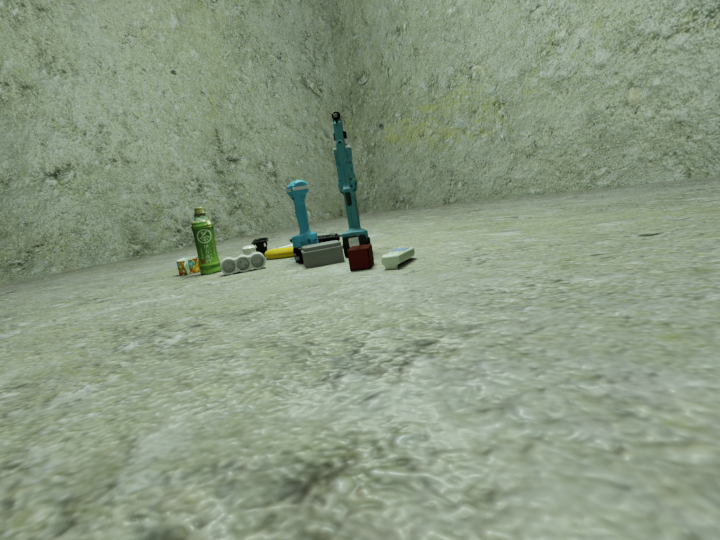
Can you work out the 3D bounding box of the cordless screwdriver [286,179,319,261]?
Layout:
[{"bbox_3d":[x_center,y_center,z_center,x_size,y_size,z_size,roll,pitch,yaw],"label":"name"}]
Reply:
[{"bbox_3d":[-0.186,-0.153,1.314,0.073,0.246,0.164,-11,7,-19],"label":"cordless screwdriver"}]

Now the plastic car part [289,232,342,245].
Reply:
[{"bbox_3d":[-0.142,-0.093,1.454,0.195,0.066,0.069,-17,11,-38],"label":"plastic car part"}]

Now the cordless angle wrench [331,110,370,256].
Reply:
[{"bbox_3d":[-0.038,-0.254,1.249,0.076,0.419,0.097,-8,6,11],"label":"cordless angle wrench"}]

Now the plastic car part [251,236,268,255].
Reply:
[{"bbox_3d":[-0.383,-0.088,1.637,0.065,0.070,0.119,-10,9,-8],"label":"plastic car part"}]

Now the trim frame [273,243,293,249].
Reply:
[{"bbox_3d":[-0.236,-0.088,1.623,0.258,0.027,0.179,-4,11,28],"label":"trim frame"}]
